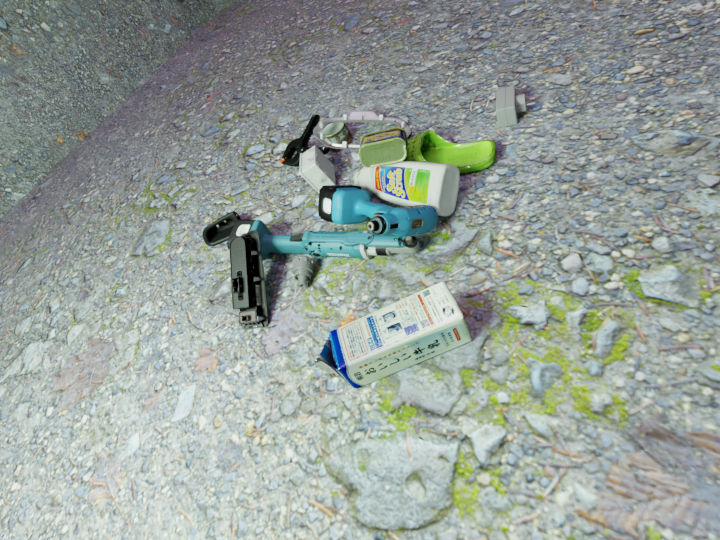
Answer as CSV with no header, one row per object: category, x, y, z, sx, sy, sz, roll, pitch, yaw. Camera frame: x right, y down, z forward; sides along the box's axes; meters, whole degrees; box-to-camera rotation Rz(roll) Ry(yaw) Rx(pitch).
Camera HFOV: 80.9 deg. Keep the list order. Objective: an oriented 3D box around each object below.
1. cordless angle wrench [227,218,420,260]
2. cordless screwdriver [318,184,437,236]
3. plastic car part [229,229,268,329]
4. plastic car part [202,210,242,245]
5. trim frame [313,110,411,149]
cordless angle wrench,-0.087,-0.057,0.885,0.441,0.093,0.075,3,62,27
cordless screwdriver,0.005,-0.114,0.826,0.153,0.073,0.263,-12,24,-39
plastic car part,-0.237,0.015,0.863,0.069,0.063,0.206,-14,73,30
plastic car part,-0.360,-0.118,1.117,0.119,0.063,0.072,-21,29,17
trim frame,0.002,-0.358,1.077,0.252,0.026,0.188,1,44,8
